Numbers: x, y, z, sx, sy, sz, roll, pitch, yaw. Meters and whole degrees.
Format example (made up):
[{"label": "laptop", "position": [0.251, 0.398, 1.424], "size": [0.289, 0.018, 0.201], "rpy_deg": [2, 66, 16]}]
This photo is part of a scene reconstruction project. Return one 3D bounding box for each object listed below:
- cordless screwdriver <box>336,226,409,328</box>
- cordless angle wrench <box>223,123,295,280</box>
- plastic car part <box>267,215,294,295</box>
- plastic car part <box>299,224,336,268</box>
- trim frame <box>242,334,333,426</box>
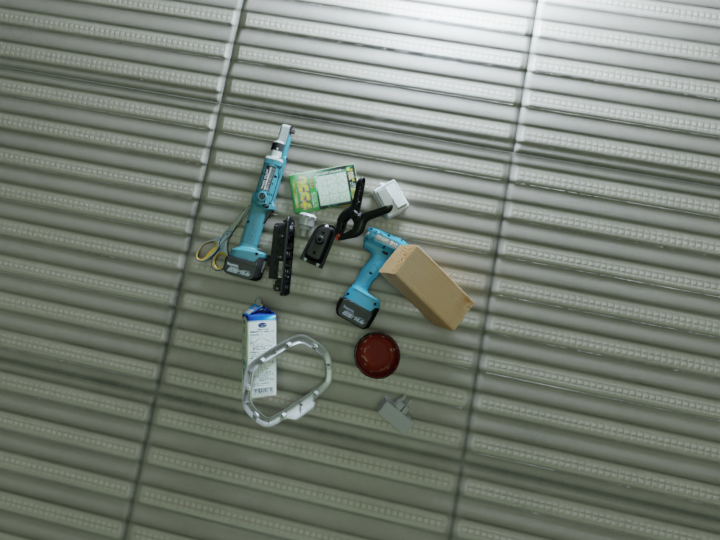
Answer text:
[{"label": "cordless screwdriver", "position": [0.046, 0.029, 1.067], "size": [0.160, 0.074, 0.249], "rpy_deg": [24, 83, 2]}, {"label": "cordless angle wrench", "position": [-0.252, -0.186, 1.107], "size": [0.099, 0.074, 0.424], "rpy_deg": [15, 84, 2]}, {"label": "plastic car part", "position": [-0.204, -0.040, 1.094], "size": [0.069, 0.064, 0.203], "rpy_deg": [7, 86, 19]}, {"label": "plastic car part", "position": [-0.106, -0.069, 1.085], "size": [0.066, 0.070, 0.116], "rpy_deg": [24, 90, 1]}, {"label": "trim frame", "position": [-0.173, 0.268, 1.031], "size": [0.243, 0.028, 0.182], "rpy_deg": [-28, 99, -28]}]
